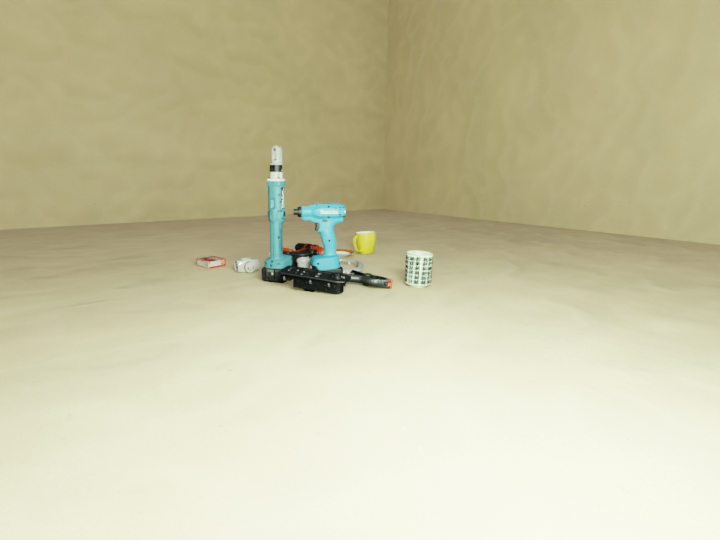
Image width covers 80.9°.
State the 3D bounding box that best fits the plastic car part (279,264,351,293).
[{"bbox_3d":[-0.129,0.030,1.211,0.209,0.066,0.065,4,12,17],"label":"plastic car part"}]

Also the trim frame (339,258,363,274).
[{"bbox_3d":[-0.081,-0.014,1.494,0.185,0.027,0.250,0,13,1],"label":"trim frame"}]

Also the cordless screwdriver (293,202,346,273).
[{"bbox_3d":[-0.128,-0.084,1.308,0.156,0.246,0.076,-1,10,-11],"label":"cordless screwdriver"}]

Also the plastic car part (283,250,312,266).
[{"bbox_3d":[-0.226,-0.030,1.468,0.122,0.070,0.064,7,12,27],"label":"plastic car part"}]

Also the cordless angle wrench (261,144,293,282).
[{"bbox_3d":[-0.262,-0.176,1.325,0.077,0.418,0.096,4,10,18],"label":"cordless angle wrench"}]
